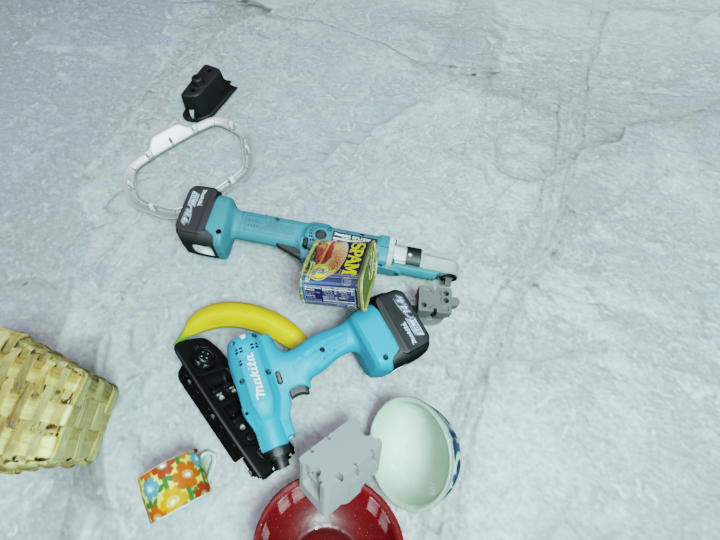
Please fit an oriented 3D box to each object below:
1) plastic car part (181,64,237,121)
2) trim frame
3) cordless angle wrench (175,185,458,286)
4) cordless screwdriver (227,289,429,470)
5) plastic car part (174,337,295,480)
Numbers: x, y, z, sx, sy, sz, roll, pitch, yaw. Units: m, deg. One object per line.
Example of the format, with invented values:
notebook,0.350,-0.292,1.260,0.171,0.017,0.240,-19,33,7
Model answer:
plastic car part,-0.296,-0.343,0.802,0.068,0.069,0.117,22,64,11
trim frame,-0.302,-0.190,0.751,0.246,0.027,0.191,-37,67,-13
cordless angle wrench,-0.063,-0.041,0.649,0.427,0.072,0.099,11,65,5
cordless screwdriver,-0.031,0.128,0.538,0.244,0.073,0.165,-17,67,-17
plastic car part,-0.174,0.174,0.548,0.210,0.067,0.064,49,37,18
